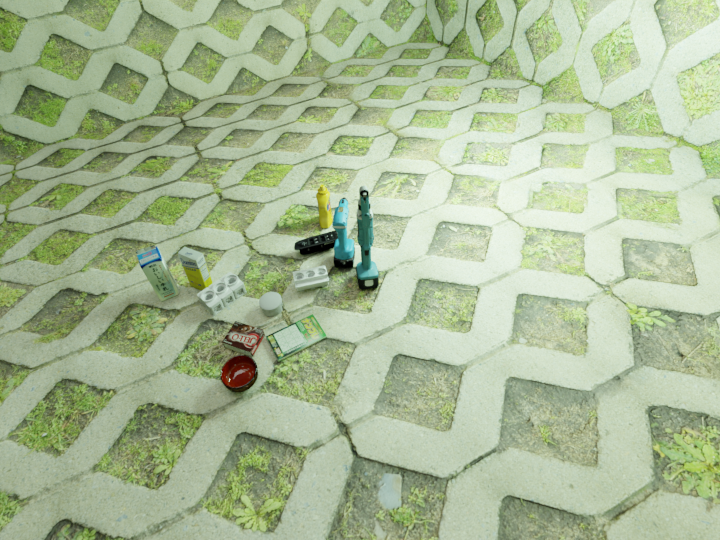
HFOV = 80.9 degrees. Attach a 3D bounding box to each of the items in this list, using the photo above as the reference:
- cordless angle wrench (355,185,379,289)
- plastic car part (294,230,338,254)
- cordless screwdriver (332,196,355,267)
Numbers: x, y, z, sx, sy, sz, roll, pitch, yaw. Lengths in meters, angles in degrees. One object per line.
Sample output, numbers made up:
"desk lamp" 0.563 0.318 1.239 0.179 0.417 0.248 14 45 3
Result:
"cordless angle wrench" 0.017 -0.106 1.407 0.074 0.407 0.102 -6 45 -3
"plastic car part" -0.164 -0.107 1.677 0.202 0.064 0.069 -12 45 -4
"cordless screwdriver" -0.063 -0.138 1.569 0.075 0.240 0.163 2 45 6
